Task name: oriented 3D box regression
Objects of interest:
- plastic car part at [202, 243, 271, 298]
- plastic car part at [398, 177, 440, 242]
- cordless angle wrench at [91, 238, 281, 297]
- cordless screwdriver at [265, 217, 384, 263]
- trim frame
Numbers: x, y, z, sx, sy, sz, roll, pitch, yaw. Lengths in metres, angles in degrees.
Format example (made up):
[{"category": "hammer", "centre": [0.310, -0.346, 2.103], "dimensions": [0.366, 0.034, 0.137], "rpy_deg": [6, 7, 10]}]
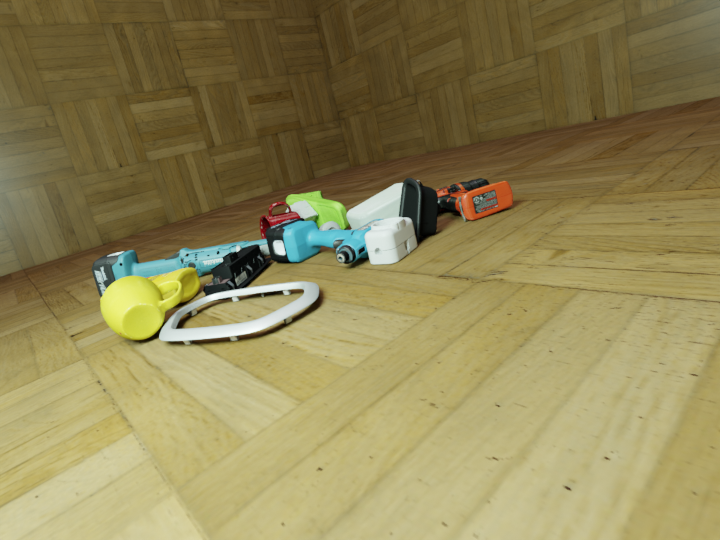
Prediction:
[{"category": "plastic car part", "centre": [-0.237, -0.005, 0.816], "dimensions": [0.068, 0.066, 0.201], "rpy_deg": [-17, 12, 17]}, {"category": "plastic car part", "centre": [0.114, -0.109, 0.782], "dimensions": [0.068, 0.116, 0.069], "rpy_deg": [5, 3, -29]}, {"category": "cordless angle wrench", "centre": [-0.368, -0.019, 0.937], "dimensions": [0.425, 0.096, 0.075], "rpy_deg": [-10, 14, 3]}, {"category": "cordless screwdriver", "centre": [-0.079, -0.052, 0.808], "dimensions": [0.260, 0.073, 0.155], "rpy_deg": [2, 22, 34]}, {"category": "trim frame", "centre": [-0.176, 0.057, 0.616], "dimensions": [0.256, 0.027, 0.183], "rpy_deg": [-10, 18, 20]}]
